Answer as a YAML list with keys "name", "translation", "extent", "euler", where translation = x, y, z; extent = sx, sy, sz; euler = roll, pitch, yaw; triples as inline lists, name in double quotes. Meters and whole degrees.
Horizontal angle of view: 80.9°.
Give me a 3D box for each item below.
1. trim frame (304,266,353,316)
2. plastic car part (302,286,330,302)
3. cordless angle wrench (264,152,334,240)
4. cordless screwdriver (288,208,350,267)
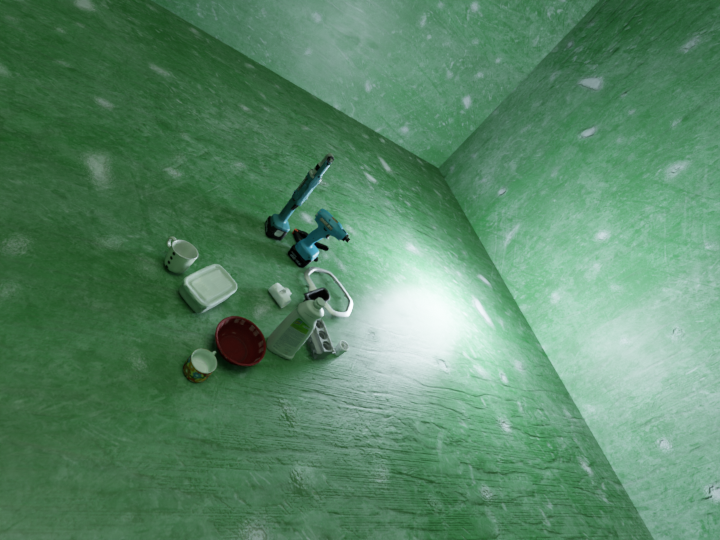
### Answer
- name: "trim frame"
  translation: [-0.126, 0.082, 1.652]
  extent: [0.177, 0.028, 0.257]
  euler: [-11, 59, -52]
- name: "plastic car part"
  translation: [-0.166, 0.111, 1.530]
  extent: [0.068, 0.071, 0.112]
  euler: [51, 33, 13]
- name: "cordless angle wrench"
  translation: [-0.230, -0.284, 1.611]
  extent: [0.071, 0.426, 0.102]
  euler: [21, 39, -33]
- name: "cordless screwdriver"
  translation: [-0.160, -0.104, 1.632]
  extent: [0.160, 0.251, 0.073]
  euler: [46, 32, 3]
